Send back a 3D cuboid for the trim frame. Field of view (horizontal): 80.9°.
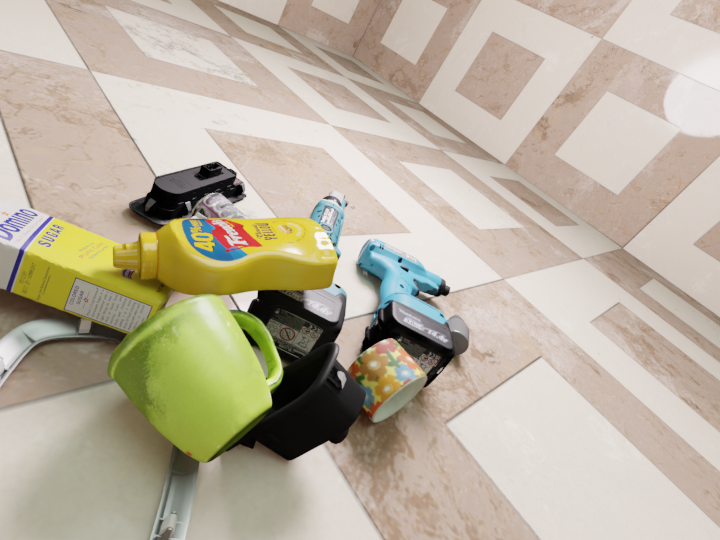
[{"bbox_3d":[-0.199,0.121,0.283,0.178,0.027,0.257,18,33,-19],"label":"trim frame"}]

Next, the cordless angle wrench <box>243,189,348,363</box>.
[{"bbox_3d":[-0.060,-0.039,0.617,0.096,0.074,0.430,26,27,-10],"label":"cordless angle wrench"}]

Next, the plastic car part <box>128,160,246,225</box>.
[{"bbox_3d":[-0.227,-0.114,0.592,0.066,0.067,0.201,40,32,-1],"label":"plastic car part"}]

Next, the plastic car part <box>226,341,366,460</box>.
[{"bbox_3d":[-0.045,0.119,0.353,0.069,0.118,0.067,49,25,-20],"label":"plastic car part"}]

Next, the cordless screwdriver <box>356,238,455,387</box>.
[{"bbox_3d":[0.076,0.051,0.595,0.156,0.074,0.255,24,26,-12],"label":"cordless screwdriver"}]
